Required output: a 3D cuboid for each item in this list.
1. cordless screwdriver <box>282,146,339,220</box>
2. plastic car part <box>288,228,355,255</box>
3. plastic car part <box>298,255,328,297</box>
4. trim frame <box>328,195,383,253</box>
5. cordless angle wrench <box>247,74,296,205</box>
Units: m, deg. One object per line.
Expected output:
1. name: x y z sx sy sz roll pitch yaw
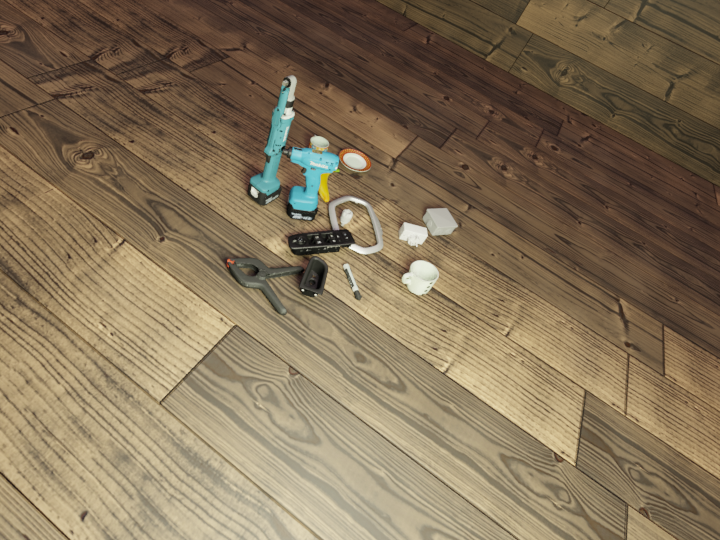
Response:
1. cordless screwdriver: -0.175 -0.263 1.271 0.155 0.247 0.077 12 50 -15
2. plastic car part: -0.123 -0.080 1.257 0.196 0.066 0.069 -4 54 -23
3. plastic car part: -0.130 0.026 1.162 0.065 0.070 0.118 20 48 -7
4. trim frame: -0.012 -0.153 1.385 0.178 0.027 0.259 0 52 -20
5. cordless angle wrench: -0.244 -0.364 1.214 0.076 0.420 0.096 41 48 10
